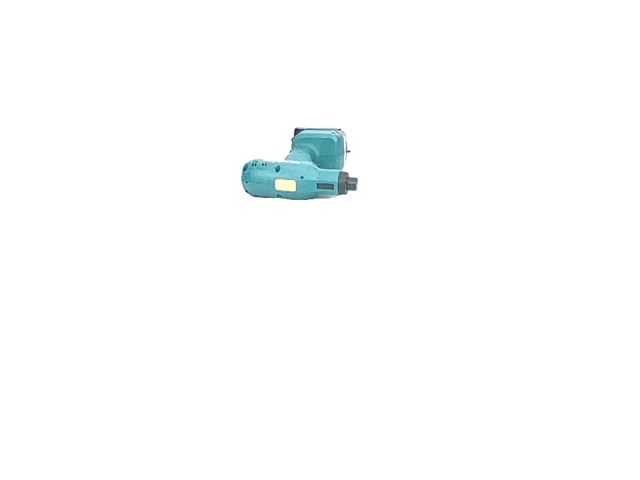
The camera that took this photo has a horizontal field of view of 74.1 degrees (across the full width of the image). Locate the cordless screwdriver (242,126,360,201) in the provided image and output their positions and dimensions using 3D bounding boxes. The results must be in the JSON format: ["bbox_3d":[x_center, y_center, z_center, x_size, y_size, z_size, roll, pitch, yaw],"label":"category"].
[{"bbox_3d":[0.000,-0.120,0.659,0.160,0.074,0.247,6,26,14],"label":"cordless screwdriver"}]
